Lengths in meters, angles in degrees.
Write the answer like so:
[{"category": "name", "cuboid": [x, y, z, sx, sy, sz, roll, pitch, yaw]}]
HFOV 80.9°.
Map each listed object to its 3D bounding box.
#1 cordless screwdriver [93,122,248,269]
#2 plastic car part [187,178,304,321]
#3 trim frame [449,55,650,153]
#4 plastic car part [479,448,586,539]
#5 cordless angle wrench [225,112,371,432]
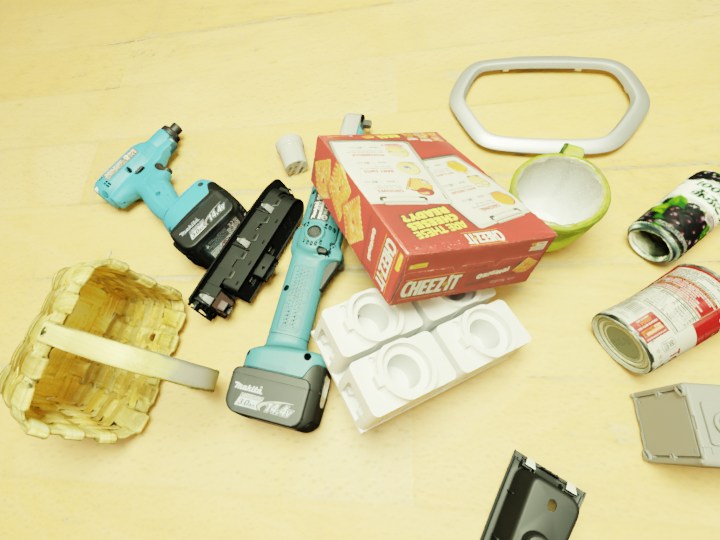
[{"category": "cordless screwdriver", "cuboid": [-0.253, -0.117, 0.600, 0.261, 0.071, 0.159, 31, 74, 26]}, {"category": "plastic car part", "cuboid": [-0.131, -0.028, 0.530, 0.070, 0.063, 0.204, 14, 67, 27]}, {"category": "trim frame", "cuboid": [0.250, -0.233, 0.577, 0.255, 0.026, 0.187, 4, 67, 15]}, {"category": "plastic car part", "cuboid": [0.147, 0.225, 0.361, 0.069, 0.068, 0.116, 27, 70, 20]}, {"category": "cordless angle wrench", "cuboid": [-0.051, -0.033, 0.523, 0.100, 0.071, 0.429, 7, 65, 11]}]
